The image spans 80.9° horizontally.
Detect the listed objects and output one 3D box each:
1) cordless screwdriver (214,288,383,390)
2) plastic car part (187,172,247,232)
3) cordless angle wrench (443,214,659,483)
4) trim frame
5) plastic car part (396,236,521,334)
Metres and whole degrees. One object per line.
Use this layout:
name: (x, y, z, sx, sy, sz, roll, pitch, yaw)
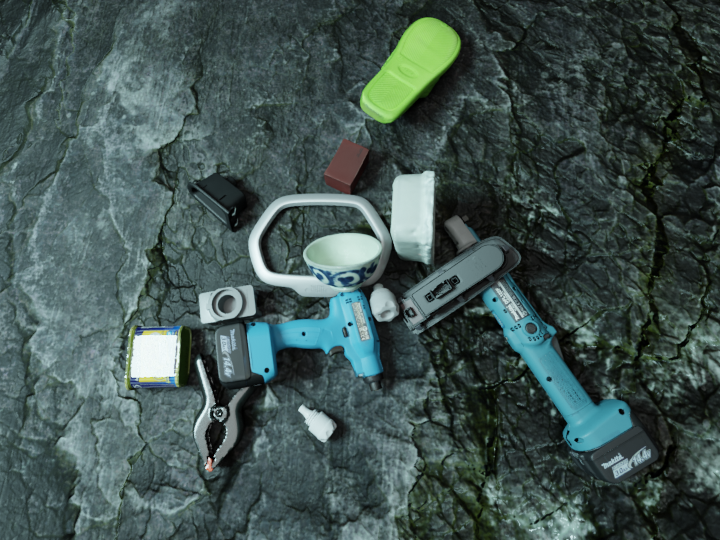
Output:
cordless screwdriver: (-0.090, 0.130, 0.648, 0.245, 0.074, 0.163, -13, 74, -12)
plastic car part: (-0.249, -0.137, 0.760, 0.120, 0.065, 0.070, 42, 66, 15)
cordless angle wrench: (0.255, 0.092, 0.648, 0.097, 0.072, 0.436, -30, 72, -4)
trim frame: (-0.072, -0.047, 0.733, 0.250, 0.027, 0.187, 0, 74, 3)
plastic car part: (0.142, 0.017, 0.647, 0.205, 0.064, 0.069, -36, 66, 14)
